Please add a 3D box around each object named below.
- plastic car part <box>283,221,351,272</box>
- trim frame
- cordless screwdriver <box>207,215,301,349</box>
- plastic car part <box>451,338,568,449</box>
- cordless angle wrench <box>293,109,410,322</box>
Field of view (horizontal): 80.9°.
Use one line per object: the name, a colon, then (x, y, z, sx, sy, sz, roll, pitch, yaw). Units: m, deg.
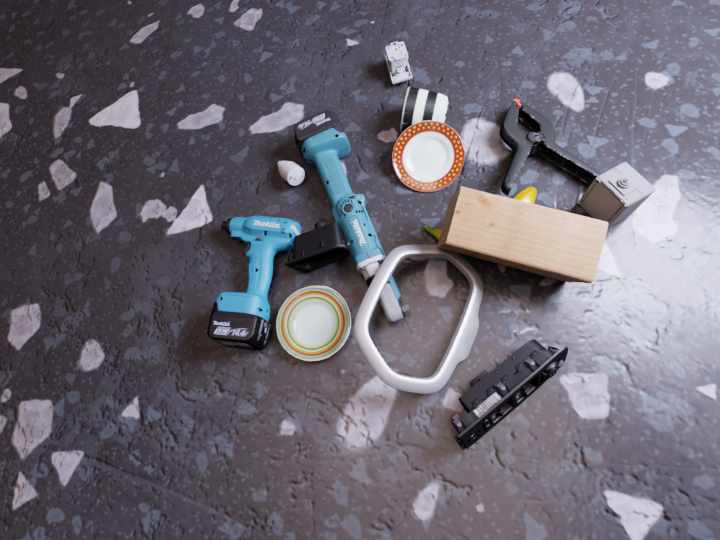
plastic car part: (-0.072, -0.047, 0.740, 0.119, 0.062, 0.073, -22, 66, 26)
trim frame: (0.097, 0.067, 0.666, 0.186, 0.027, 0.249, 26, 68, 6)
cordless screwdriver: (-0.213, 0.011, 0.773, 0.164, 0.071, 0.252, 6, 66, 16)
plastic car part: (0.208, 0.170, 0.611, 0.203, 0.063, 0.071, -36, 41, -1)
cordless angle wrench: (-0.017, -0.105, 0.772, 0.098, 0.071, 0.437, -23, 67, 3)
